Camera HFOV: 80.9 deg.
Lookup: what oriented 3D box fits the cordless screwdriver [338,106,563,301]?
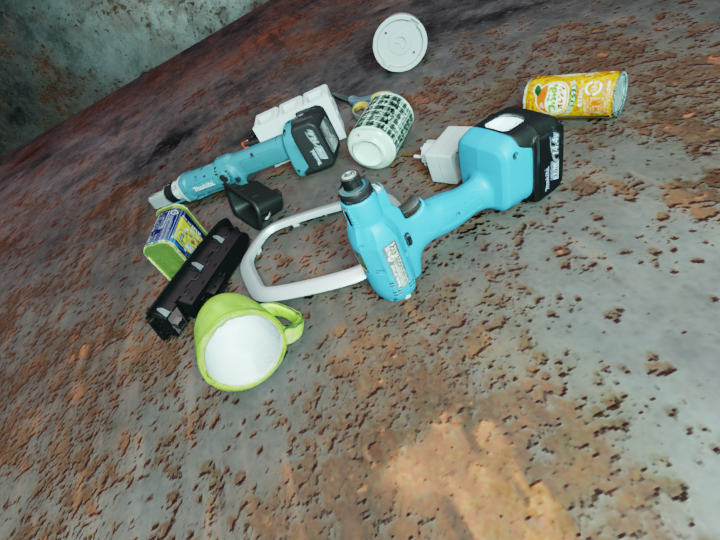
[{"bbox_3d":[0.093,-0.091,0.443,0.247,0.151,0.079,-36,40,-9],"label":"cordless screwdriver"}]

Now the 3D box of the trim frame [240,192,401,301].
[{"bbox_3d":[-0.056,-0.037,0.575,0.255,0.026,0.189,-16,44,19],"label":"trim frame"}]

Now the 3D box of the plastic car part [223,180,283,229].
[{"bbox_3d":[-0.168,-0.115,0.702,0.069,0.063,0.123,-34,41,-27],"label":"plastic car part"}]

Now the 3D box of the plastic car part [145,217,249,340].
[{"bbox_3d":[-0.218,0.004,0.604,0.069,0.063,0.205,3,50,20],"label":"plastic car part"}]

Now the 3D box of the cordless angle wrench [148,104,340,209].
[{"bbox_3d":[-0.245,-0.186,0.795,0.436,0.093,0.076,-12,39,25],"label":"cordless angle wrench"}]
